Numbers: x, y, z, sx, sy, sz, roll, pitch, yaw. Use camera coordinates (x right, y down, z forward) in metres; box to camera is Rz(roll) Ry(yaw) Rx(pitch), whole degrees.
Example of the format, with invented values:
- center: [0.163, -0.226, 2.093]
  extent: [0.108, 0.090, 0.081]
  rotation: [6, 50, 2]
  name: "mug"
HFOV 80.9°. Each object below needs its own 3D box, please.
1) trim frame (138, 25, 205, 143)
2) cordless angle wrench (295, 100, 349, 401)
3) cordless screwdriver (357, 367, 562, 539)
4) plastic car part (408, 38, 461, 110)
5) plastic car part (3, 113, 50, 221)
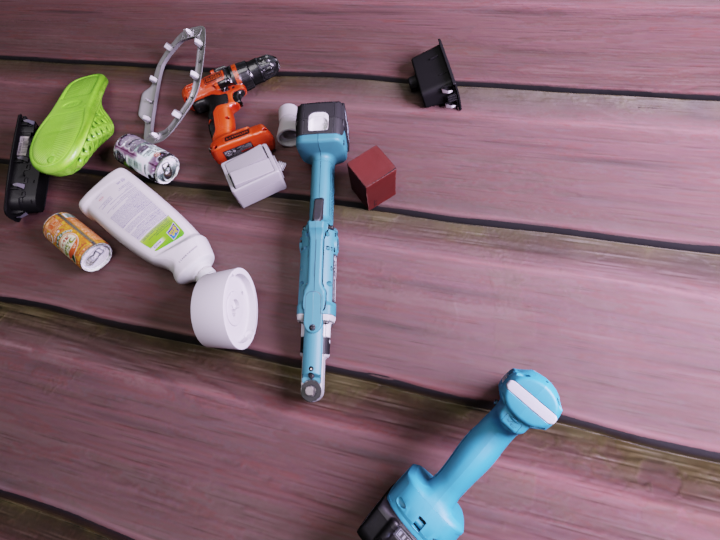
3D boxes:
- center: [-0.340, -0.337, 0.759]
  extent: [0.190, 0.026, 0.254]
  rotation: [-18, 65, 34]
  name: "trim frame"
- center: [-0.059, -0.038, 0.601]
  extent: [0.075, 0.095, 0.430]
  rotation: [-1, 72, 6]
  name: "cordless angle wrench"
- center: [0.113, 0.206, 0.458]
  extent: [0.077, 0.153, 0.249]
  rotation: [41, 95, 20]
  name: "cordless screwdriver"
- center: [0.117, -0.316, 0.697]
  extent: [0.072, 0.063, 0.120]
  rotation: [-19, 63, 15]
  name: "plastic car part"
- center: [-0.586, -0.178, 0.755]
  extent: [0.065, 0.066, 0.208]
  rotation: [3, 65, -20]
  name: "plastic car part"
